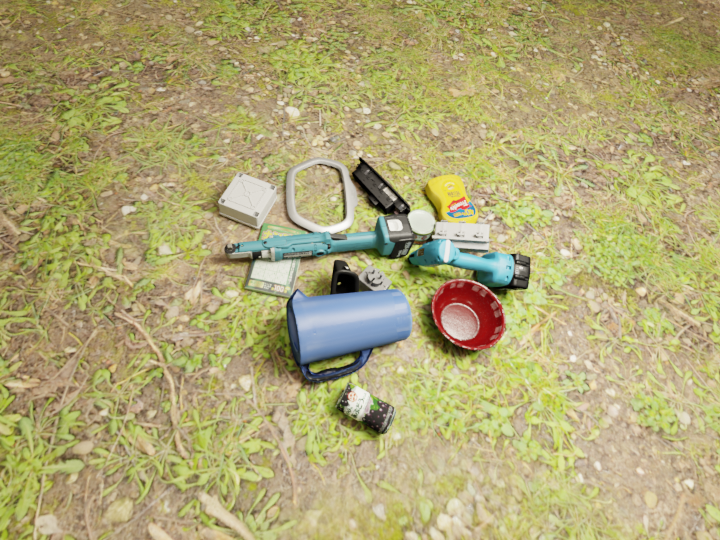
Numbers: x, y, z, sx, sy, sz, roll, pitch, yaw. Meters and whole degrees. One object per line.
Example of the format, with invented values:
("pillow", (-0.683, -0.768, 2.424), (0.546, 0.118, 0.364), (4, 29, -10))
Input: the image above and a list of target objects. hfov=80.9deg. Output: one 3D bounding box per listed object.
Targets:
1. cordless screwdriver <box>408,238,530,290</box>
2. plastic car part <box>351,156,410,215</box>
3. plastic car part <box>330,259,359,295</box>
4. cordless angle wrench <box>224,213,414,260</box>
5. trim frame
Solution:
("cordless screwdriver", (0.241, -0.013, 0.960), (0.243, 0.162, 0.075), (13, 80, -15))
("plastic car part", (0.045, -0.206, 1.089), (0.067, 0.064, 0.211), (-37, 69, 3))
("plastic car part", (-0.040, 0.023, 0.918), (0.065, 0.113, 0.074), (-5, 38, -12))
("cordless angle wrench", (-0.094, -0.062, 0.964), (0.418, 0.096, 0.077), (-6, 62, -8))
("trim frame", (-0.099, -0.195, 1.084), (0.182, 0.027, 0.257), (-3, 58, -6))
